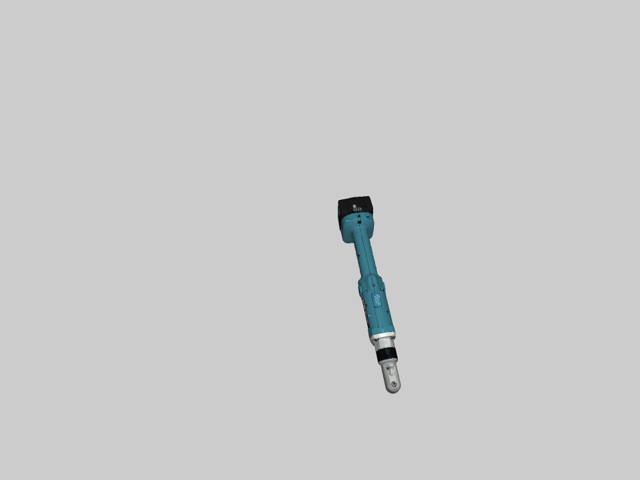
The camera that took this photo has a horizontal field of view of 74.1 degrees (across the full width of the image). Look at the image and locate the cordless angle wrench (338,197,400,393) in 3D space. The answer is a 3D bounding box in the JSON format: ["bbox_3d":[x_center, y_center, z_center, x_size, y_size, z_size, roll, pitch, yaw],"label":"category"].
[{"bbox_3d":[0.108,0.103,0.896,0.074,0.421,0.098,-8,-27,-3],"label":"cordless angle wrench"}]
